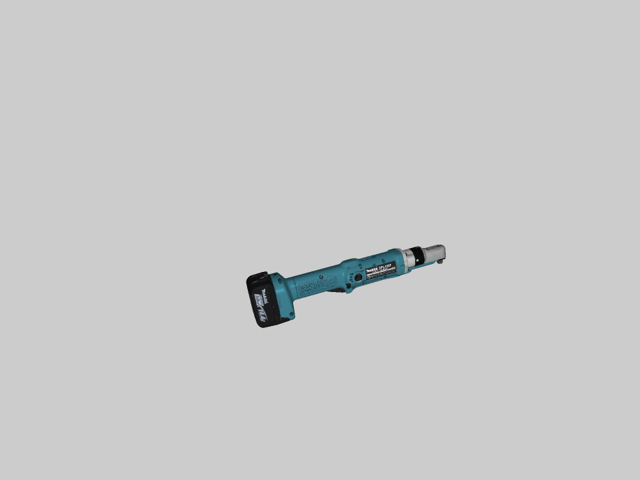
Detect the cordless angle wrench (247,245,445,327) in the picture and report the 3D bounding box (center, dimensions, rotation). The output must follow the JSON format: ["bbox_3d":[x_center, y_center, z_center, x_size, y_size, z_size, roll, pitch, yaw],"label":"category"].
[{"bbox_3d":[0.066,0.071,0.864,0.422,0.098,0.074,-14,18,-13],"label":"cordless angle wrench"}]
